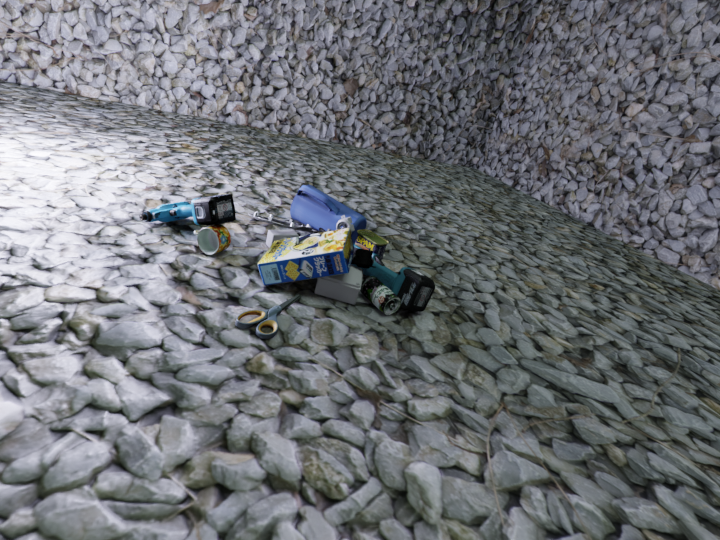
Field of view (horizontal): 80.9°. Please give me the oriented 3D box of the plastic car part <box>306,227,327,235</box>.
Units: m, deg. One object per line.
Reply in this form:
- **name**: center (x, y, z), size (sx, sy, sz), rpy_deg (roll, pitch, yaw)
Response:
- **plastic car part**: center (-0.125, -0.082, 1.277), size (0.069, 0.064, 0.123), rpy_deg (-16, 34, -27)

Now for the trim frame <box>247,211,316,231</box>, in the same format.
- **trim frame**: center (-0.239, -0.151, 1.315), size (0.193, 0.027, 0.238), rpy_deg (20, 6, 26)

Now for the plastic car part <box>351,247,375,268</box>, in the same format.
- **plastic car part**: center (-0.042, -0.044, 1.161), size (0.214, 0.067, 0.063), rpy_deg (16, -6, 37)

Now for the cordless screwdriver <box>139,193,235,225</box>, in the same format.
- **cordless screwdriver**: center (-0.471, -0.159, 1.153), size (0.260, 0.073, 0.154), rpy_deg (3, 16, 33)

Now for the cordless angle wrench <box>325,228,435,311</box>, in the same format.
- **cordless angle wrench**: center (0.018, -0.022, 1.196), size (0.070, 0.097, 0.448), rpy_deg (13, 14, -44)
